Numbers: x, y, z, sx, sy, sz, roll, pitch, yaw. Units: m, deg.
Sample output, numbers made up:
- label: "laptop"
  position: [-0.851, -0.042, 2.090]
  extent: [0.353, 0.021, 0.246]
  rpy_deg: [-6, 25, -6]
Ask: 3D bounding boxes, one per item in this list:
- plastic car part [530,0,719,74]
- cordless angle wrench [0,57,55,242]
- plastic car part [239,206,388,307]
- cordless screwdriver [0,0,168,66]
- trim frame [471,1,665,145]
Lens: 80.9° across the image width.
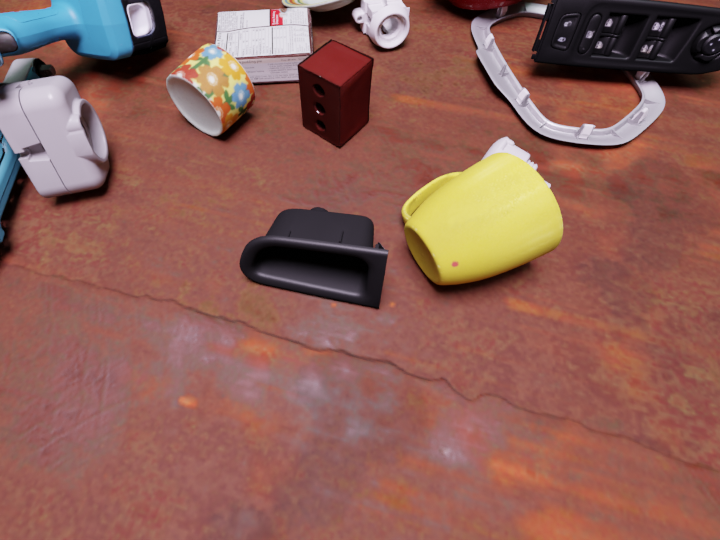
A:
- label: "plastic car part"
  position: [0.289, -0.248, 0.444]
  extent: [0.206, 0.064, 0.068]
  rpy_deg: [10, 36, 7]
- label: "cordless angle wrench"
  position: [-0.336, -0.045, 0.357]
  extent: [0.097, 0.072, 0.437]
  rpy_deg: [-6, 59, -5]
- label: "plastic car part"
  position: [-0.034, -0.022, 0.349]
  extent: [0.119, 0.064, 0.072]
  rpy_deg: [12, 47, 9]
- label: "cordless screwdriver"
  position: [-0.291, -0.226, 0.400]
  extent: [0.166, 0.072, 0.246]
  rpy_deg: [19, 44, 22]
- label: "trim frame"
  position: [0.226, -0.235, 0.478]
  extent: [0.183, 0.027, 0.257]
  rpy_deg: [-10, 63, -4]
